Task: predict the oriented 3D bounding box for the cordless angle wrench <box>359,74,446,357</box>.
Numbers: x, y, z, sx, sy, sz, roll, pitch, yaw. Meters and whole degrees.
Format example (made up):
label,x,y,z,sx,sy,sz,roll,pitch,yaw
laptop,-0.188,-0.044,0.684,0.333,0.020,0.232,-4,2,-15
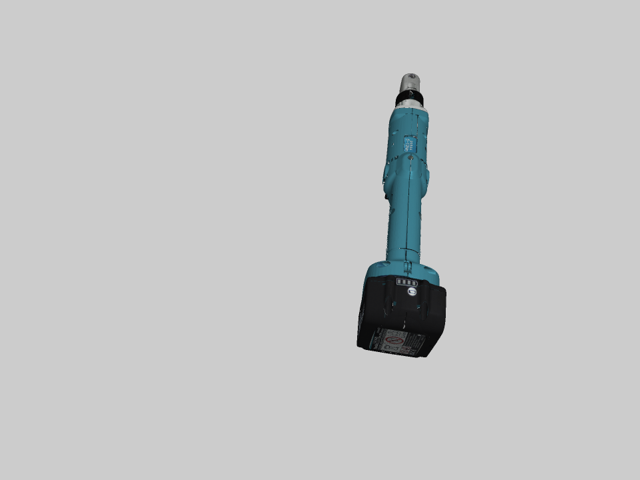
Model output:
label,x,y,z,sx,sy,sz,roll,pitch,yaw
cordless angle wrench,0.104,-0.074,0.522,0.074,0.421,0.098,8,-35,4
